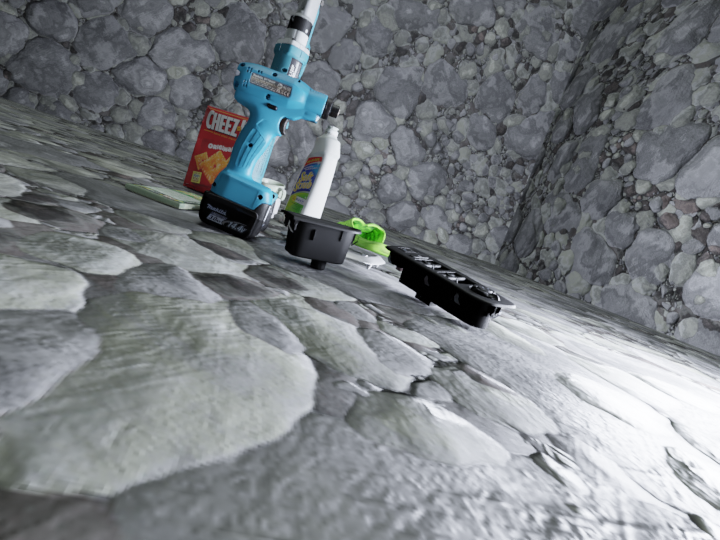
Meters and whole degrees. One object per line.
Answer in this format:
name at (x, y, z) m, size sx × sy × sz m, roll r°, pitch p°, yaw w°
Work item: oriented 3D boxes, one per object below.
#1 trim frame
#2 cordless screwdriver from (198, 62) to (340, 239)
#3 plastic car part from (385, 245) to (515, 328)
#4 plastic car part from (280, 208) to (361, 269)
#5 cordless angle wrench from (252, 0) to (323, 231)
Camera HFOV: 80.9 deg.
trim frame at (-0.048, -0.041, 0.773) m, size 0.189 × 0.027 × 0.243 m, roll 21°, pitch 9°, yaw 13°
cordless screwdriver at (-0.140, -0.169, 0.639) m, size 0.158 × 0.248 × 0.075 m, roll 19°, pitch 7°, yaw -6°
plastic car part at (0.113, 0.022, 0.598) m, size 0.063 × 0.067 × 0.215 m, roll 13°, pitch 10°, yaw -40°
plastic car part at (-0.058, -0.038, 0.588) m, size 0.112 × 0.070 × 0.069 m, roll 16°, pitch 9°, yaw -25°
cordless angle wrench at (-0.150, -0.281, 0.737) m, size 0.079 × 0.421 × 0.093 m, roll 25°, pitch 9°, yaw 37°
